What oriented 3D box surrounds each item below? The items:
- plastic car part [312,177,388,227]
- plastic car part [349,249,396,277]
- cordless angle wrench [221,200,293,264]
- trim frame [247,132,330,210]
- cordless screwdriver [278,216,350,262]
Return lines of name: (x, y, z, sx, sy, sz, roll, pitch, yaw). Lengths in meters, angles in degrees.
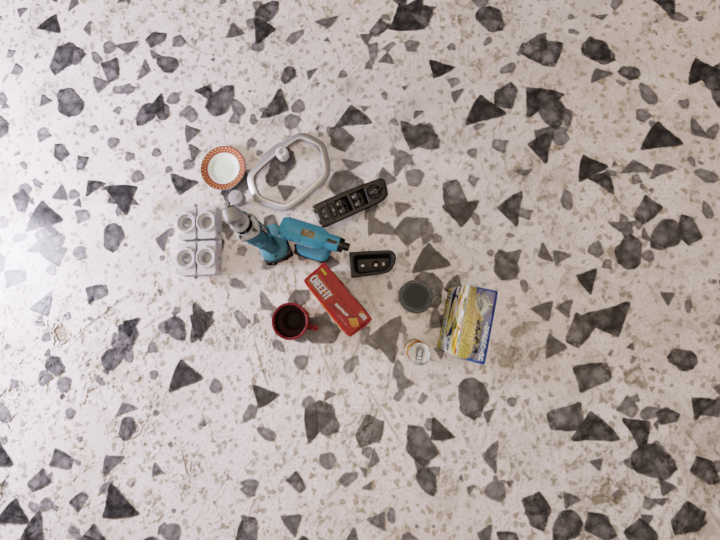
plastic car part: (-0.022, -0.178, 1.122, 0.203, 0.066, 0.067, -24, 83, 1)
plastic car part: (0.032, -0.017, 1.092, 0.117, 0.070, 0.066, -5, 83, 3)
cordless angle wrench: (-0.230, -0.081, 0.951, 0.074, 0.418, 0.099, -22, 85, -2)
trim frame: (-0.197, -0.274, 1.173, 0.248, 0.027, 0.187, -41, 80, -1)
cordless screwdriver: (-0.100, -0.065, 1.023, 0.161, 0.245, 0.074, 18, 85, 3)
